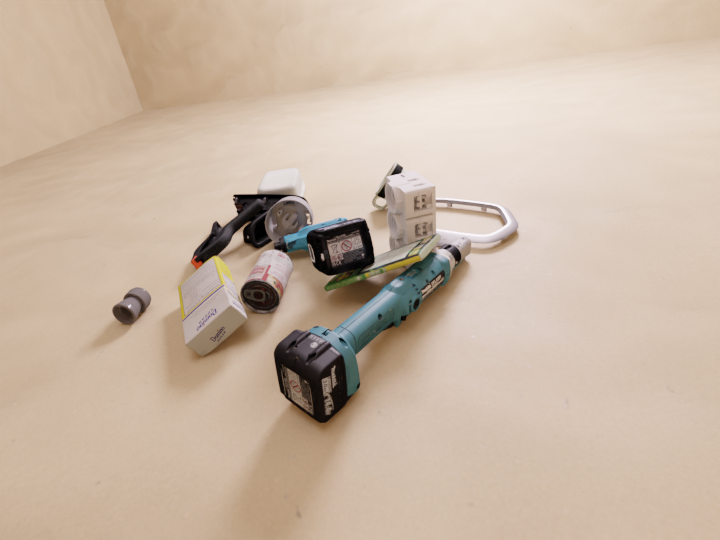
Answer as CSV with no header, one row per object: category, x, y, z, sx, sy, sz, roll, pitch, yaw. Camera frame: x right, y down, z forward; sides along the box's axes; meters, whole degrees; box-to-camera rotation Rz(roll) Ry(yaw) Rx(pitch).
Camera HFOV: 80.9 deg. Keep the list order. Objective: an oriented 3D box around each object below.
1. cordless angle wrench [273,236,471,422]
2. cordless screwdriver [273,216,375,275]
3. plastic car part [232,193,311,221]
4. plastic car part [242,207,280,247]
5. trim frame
cordless angle wrench,0.057,0.042,0.614,0.078,0.095,0.413,20,39,35
cordless screwdriver,-0.074,-0.049,0.761,0.157,0.073,0.255,-16,13,-9
plastic car part,-0.220,-0.149,1.024,0.209,0.063,0.068,1,42,18
plastic car part,-0.223,-0.098,0.954,0.074,0.064,0.114,2,34,47
trim frame,0.186,-0.102,0.858,0.261,0.026,0.181,14,38,32
